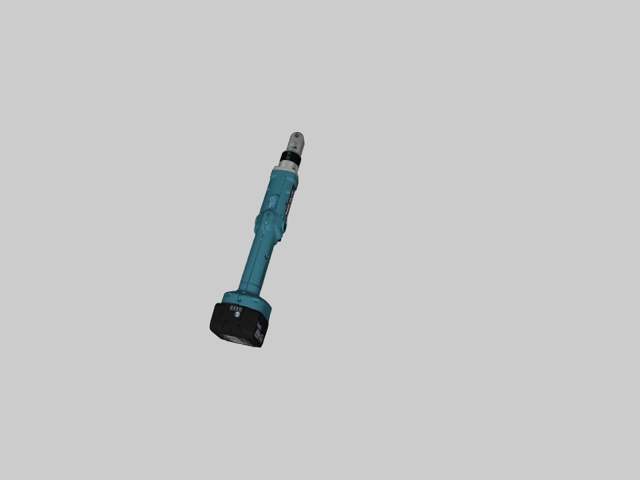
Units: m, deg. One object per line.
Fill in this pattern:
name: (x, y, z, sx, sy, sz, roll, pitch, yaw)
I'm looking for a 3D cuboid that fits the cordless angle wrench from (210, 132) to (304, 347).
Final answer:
cordless angle wrench: (-0.090, -0.026, 0.768, 0.074, 0.421, 0.098, 10, -24, 9)
